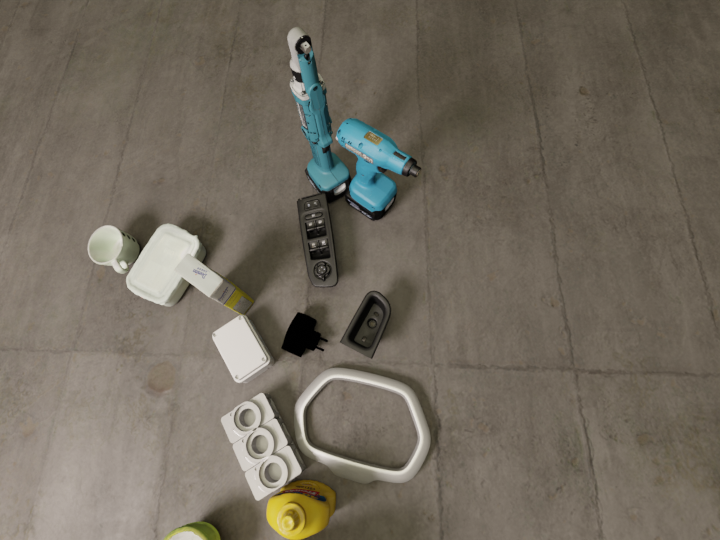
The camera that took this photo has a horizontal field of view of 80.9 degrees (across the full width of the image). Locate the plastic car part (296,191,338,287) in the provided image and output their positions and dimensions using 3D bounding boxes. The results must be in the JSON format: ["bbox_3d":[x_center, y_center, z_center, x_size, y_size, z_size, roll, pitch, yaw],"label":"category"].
[{"bbox_3d":[-0.086,-0.056,0.882,0.066,0.065,0.208,-11,68,1],"label":"plastic car part"}]

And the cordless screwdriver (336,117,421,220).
[{"bbox_3d":[0.037,-0.176,0.816,0.164,0.241,0.074,36,77,15],"label":"cordless screwdriver"}]

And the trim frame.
[{"bbox_3d":[-0.001,0.278,0.763,0.254,0.027,0.186,9,71,11],"label":"trim frame"}]

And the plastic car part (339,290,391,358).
[{"bbox_3d":[0.018,0.103,0.805,0.068,0.069,0.117,24,74,13],"label":"plastic car part"}]

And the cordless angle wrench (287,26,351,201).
[{"bbox_3d":[-0.079,-0.264,0.775,0.074,0.411,0.101,-33,73,-8],"label":"cordless angle wrench"}]
